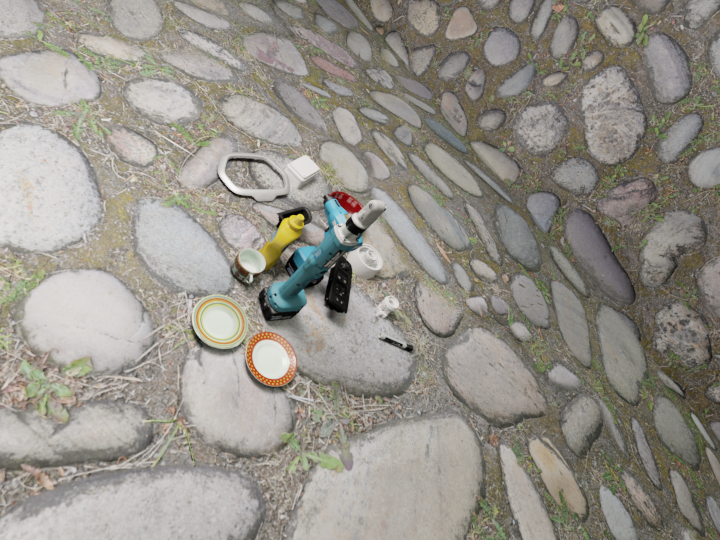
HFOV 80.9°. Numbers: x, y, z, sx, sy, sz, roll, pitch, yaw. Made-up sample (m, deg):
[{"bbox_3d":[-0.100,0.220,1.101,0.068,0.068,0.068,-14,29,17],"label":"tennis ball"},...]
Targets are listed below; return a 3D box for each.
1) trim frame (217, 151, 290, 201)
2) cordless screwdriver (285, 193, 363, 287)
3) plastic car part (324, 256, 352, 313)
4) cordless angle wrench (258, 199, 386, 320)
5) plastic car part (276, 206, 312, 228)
[{"bbox_3d":[-0.324,-0.290,1.297,0.238,0.028,0.190,-9,62,-45],"label":"trim frame"},{"bbox_3d":[-0.108,-0.071,1.103,0.071,0.252,0.164,-8,63,-46],"label":"cordless screwdriver"},{"bbox_3d":[-0.063,0.041,1.187,0.064,0.068,0.207,31,40,-18],"label":"plastic car part"},{"bbox_3d":[-0.090,-0.017,0.929,0.093,0.428,0.077,2,58,-42],"label":"cordless angle wrench"},{"bbox_3d":[-0.198,-0.137,1.230,0.067,0.072,0.113,53,39,9],"label":"plastic car part"}]
